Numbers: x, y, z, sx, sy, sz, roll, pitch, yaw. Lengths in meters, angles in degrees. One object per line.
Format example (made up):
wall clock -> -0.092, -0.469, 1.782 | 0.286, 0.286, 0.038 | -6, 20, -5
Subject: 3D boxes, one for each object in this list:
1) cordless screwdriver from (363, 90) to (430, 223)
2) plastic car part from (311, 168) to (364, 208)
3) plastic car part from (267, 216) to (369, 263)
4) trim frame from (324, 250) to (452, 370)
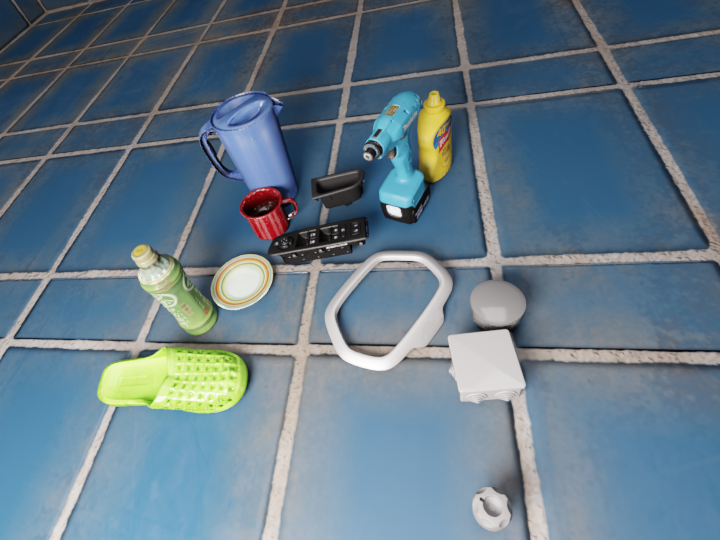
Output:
cordless screwdriver -> 0.065, -0.183, 0.782 | 0.078, 0.238, 0.159 | 20, 59, 25
plastic car part -> -0.043, -0.168, 0.912 | 0.118, 0.068, 0.068 | -10, 51, 7
plastic car part -> -0.082, -0.053, 0.836 | 0.206, 0.064, 0.068 | -7, 51, 10
trim frame -> 0.049, 0.059, 0.735 | 0.194, 0.026, 0.247 | 27, 64, 31
